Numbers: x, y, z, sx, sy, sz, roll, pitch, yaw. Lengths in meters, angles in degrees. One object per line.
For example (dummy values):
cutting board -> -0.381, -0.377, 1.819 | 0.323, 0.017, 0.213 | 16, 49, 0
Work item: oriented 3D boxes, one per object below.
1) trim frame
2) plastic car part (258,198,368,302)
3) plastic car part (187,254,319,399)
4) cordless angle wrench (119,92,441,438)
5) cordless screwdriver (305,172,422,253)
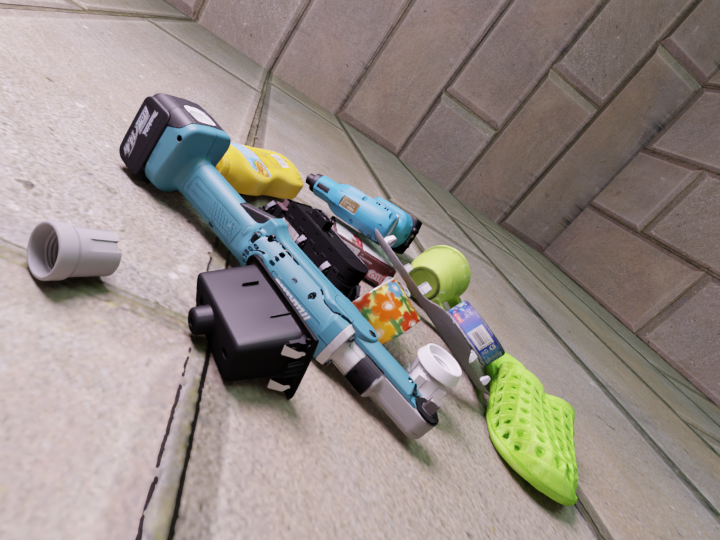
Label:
trim frame -> 0.090, 0.047, 0.535 | 0.245, 0.028, 0.186 | 57, 5, -8
plastic car part -> -0.055, -0.036, 0.560 | 0.063, 0.067, 0.213 | 21, 26, -54
plastic car part -> -0.095, 0.040, 0.330 | 0.068, 0.065, 0.123 | -5, 40, -41
cordless angle wrench -> -0.088, -0.013, 0.422 | 0.436, 0.098, 0.072 | 46, 22, 16
cordless screwdriver -> 0.012, -0.099, 0.727 | 0.165, 0.074, 0.240 | 35, 9, 18
